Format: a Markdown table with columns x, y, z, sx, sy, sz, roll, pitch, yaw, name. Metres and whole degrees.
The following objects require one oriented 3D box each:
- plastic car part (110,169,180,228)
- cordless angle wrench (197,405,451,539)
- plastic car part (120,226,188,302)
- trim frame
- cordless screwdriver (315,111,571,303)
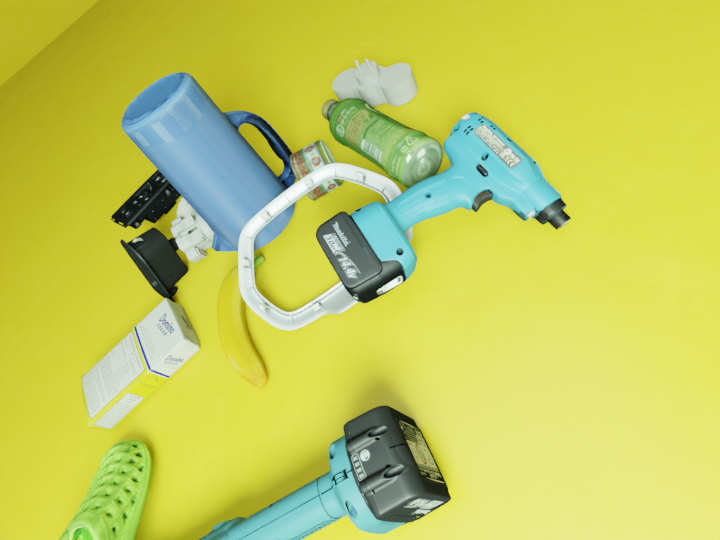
| x | y | z | sx | sy | sz | roll | pitch | yaw | name |
| --- | --- | --- | --- | --- | --- | --- | --- | --- | --- |
| -0.367 | -0.152 | 0.793 | 0.070 | 0.063 | 0.203 | 15 | 66 | 41 | plastic car part |
| -0.122 | 0.270 | 0.400 | 0.426 | 0.092 | 0.078 | -34 | 49 | 11 | cordless angle wrench |
| -0.315 | -0.018 | 0.669 | 0.070 | 0.112 | 0.070 | 20 | 49 | 35 | plastic car part |
| -0.054 | -0.035 | 0.547 | 0.249 | 0.026 | 0.190 | -36 | 72 | 2 | trim frame |
| 0.085 | -0.051 | 0.468 | 0.249 | 0.072 | 0.165 | -36 | 69 | 0 | cordless screwdriver |
